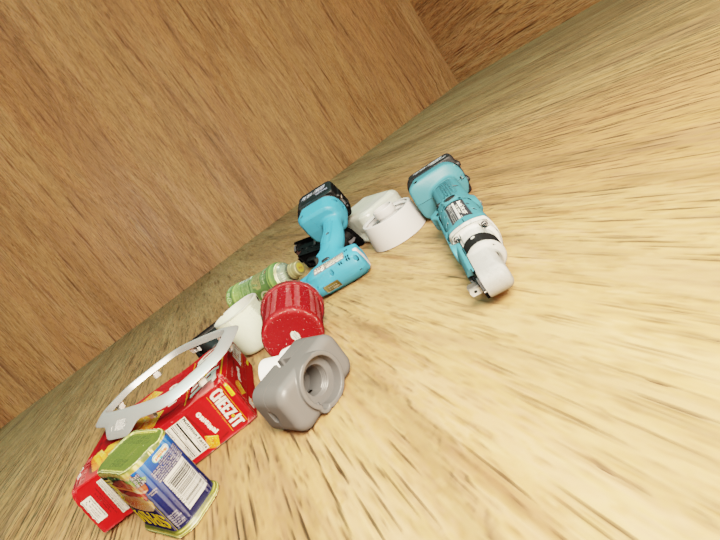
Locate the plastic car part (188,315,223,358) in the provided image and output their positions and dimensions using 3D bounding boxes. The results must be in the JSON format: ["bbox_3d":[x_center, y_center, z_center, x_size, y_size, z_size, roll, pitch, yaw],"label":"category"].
[{"bbox_3d":[-0.248,0.129,0.793,0.115,0.063,0.075,-41,30,-29],"label":"plastic car part"}]

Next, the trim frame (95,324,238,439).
[{"bbox_3d":[-0.257,0.145,0.565,0.256,0.027,0.183,-22,19,33],"label":"trim frame"}]

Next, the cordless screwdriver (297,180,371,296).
[{"bbox_3d":[-0.077,-0.050,0.789,0.161,0.070,0.259,-32,39,16],"label":"cordless screwdriver"}]

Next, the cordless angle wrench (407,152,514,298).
[{"bbox_3d":[0.131,-0.075,0.570,0.099,0.072,0.429,-32,19,15],"label":"cordless angle wrench"}]

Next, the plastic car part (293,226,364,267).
[{"bbox_3d":[-0.079,-0.045,0.908,0.210,0.064,0.067,-16,29,46],"label":"plastic car part"}]
